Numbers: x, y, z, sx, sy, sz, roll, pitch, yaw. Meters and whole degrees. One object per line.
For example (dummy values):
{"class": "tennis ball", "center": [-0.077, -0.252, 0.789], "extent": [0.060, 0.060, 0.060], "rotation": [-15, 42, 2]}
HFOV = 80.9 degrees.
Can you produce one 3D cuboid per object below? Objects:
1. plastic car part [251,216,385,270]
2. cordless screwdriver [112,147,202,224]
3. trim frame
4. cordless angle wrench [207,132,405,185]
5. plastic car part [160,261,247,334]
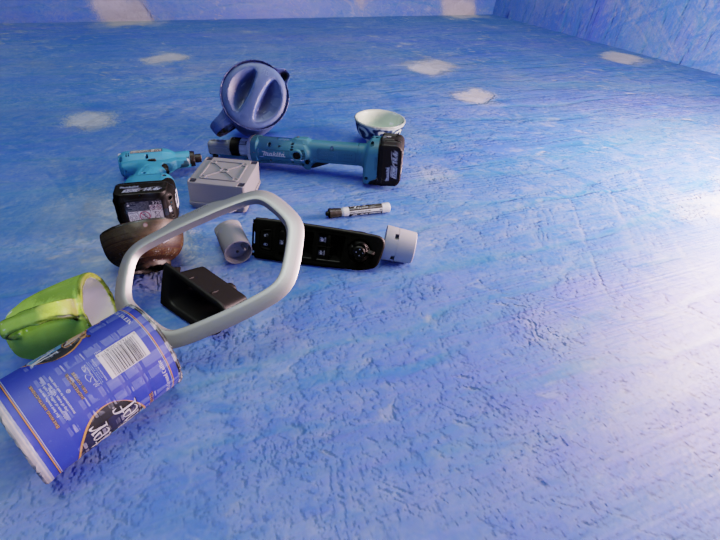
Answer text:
{"class": "plastic car part", "center": [-0.065, -0.042, 0.662], "extent": [0.206, 0.065, 0.067], "rotation": [9, 13, 9]}
{"class": "cordless screwdriver", "center": [-0.369, -0.166, 0.784], "extent": [0.156, 0.072, 0.262], "rotation": [-11, 37, -17]}
{"class": "trim frame", "center": [-0.186, -0.010, 0.522], "extent": [0.248, 0.026, 0.192], "rotation": [-27, 63, -2]}
{"class": "cordless angle wrench", "center": [-0.125, -0.248, 0.888], "extent": [0.432, 0.095, 0.075], "rotation": [8, 35, 11]}
{"class": "plastic car part", "center": [-0.200, 0.033, 0.562], "extent": [0.121, 0.065, 0.069], "rotation": [26, 29, 20]}
